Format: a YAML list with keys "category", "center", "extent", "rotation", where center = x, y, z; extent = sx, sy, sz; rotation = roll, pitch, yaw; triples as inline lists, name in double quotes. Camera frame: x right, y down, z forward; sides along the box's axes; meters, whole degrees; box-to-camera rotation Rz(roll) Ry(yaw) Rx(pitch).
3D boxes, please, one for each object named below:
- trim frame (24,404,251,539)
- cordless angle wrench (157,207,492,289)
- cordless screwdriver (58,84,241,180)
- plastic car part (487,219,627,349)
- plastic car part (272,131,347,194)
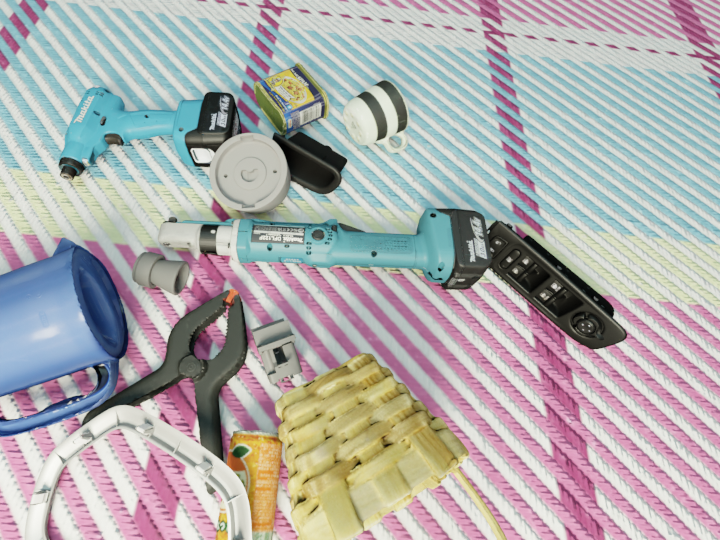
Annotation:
- category: "trim frame"
  center: [-0.209, 0.240, 0.388]
  extent: [0.257, 0.026, 0.184]
  rotation: [22, 79, 17]
- category: "cordless angle wrench"
  center: [-0.054, -0.036, 0.557]
  extent: [0.423, 0.072, 0.100]
  rotation: [3, 62, 0]
- category: "cordless screwdriver"
  center: [-0.306, -0.193, 0.621]
  extent: [0.250, 0.072, 0.163]
  rotation: [4, 62, 2]
- category: "plastic car part"
  center: [0.249, 0.016, 0.559]
  extent: [0.065, 0.066, 0.211]
  rotation: [-20, 61, -44]
- category: "plastic car part"
  center: [-0.071, -0.167, 0.634]
  extent: [0.118, 0.065, 0.071]
  rotation: [27, 49, 5]
